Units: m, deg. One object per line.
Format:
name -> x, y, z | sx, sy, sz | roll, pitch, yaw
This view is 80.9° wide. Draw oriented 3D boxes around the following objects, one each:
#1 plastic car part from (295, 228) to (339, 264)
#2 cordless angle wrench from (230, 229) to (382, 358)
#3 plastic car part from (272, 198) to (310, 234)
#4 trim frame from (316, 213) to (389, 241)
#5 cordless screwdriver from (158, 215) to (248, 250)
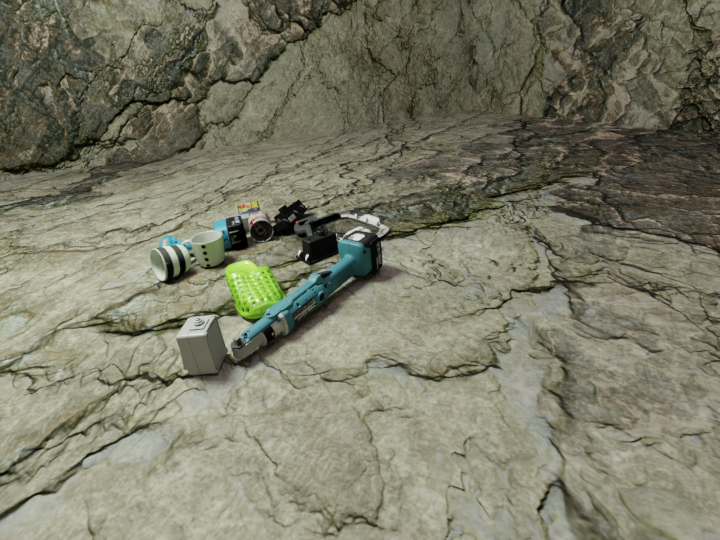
plastic car part -> -0.108, -0.070, 1.102 | 0.113, 0.069, 0.070 | -25, 33, -29
cordless angle wrench -> -0.098, 0.045, 0.861 | 0.078, 0.095, 0.415 | 13, 36, 34
plastic car part -> -0.226, -0.179, 1.343 | 0.067, 0.066, 0.201 | -36, 7, 29
trim frame -> -0.032, -0.131, 1.254 | 0.179, 0.027, 0.263 | -22, 29, -31
cordless screwdriver -> -0.458, -0.093, 1.226 | 0.244, 0.072, 0.167 | -18, 28, -14
